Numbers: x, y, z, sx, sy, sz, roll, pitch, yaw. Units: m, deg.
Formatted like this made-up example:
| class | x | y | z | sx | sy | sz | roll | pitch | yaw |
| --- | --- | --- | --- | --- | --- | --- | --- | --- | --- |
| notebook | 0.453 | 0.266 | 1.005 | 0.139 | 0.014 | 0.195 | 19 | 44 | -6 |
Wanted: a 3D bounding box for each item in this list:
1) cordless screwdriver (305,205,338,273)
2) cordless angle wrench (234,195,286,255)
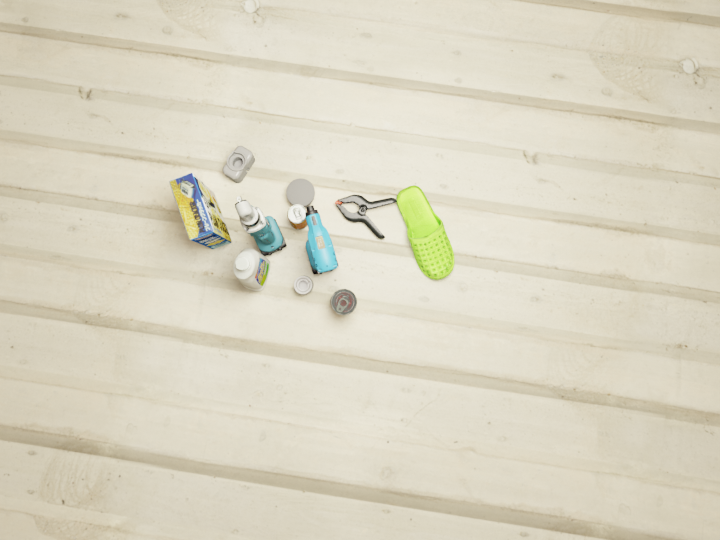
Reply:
| class | x | y | z | sx | sy | sz | roll | pitch | yaw |
| --- | --- | --- | --- | --- | --- | --- | --- | --- | --- |
| cordless screwdriver | -0.106 | -0.069 | 1.083 | 0.074 | 0.248 | 0.160 | -16 | 87 | -6 |
| cordless angle wrench | -0.240 | -0.104 | 1.001 | 0.074 | 0.422 | 0.098 | -24 | 89 | -6 |
